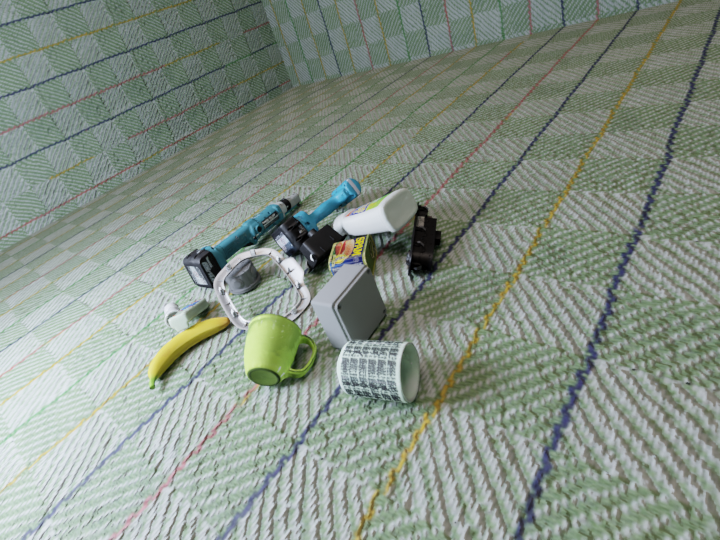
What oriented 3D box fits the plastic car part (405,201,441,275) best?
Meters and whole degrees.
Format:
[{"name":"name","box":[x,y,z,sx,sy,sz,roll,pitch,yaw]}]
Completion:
[{"name":"plastic car part","box":[0.127,-0.059,0.860,0.068,0.065,0.204,15,40,8]}]

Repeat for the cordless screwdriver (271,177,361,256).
[{"name":"cordless screwdriver","box":[-0.116,-0.136,1.087,0.246,0.074,0.163,-43,9,-26]}]

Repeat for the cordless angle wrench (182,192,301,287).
[{"name":"cordless angle wrench","box":[-0.295,-0.110,1.161,0.078,0.094,0.418,0,35,37]}]

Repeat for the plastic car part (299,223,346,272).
[{"name":"plastic car part","box":[-0.094,-0.062,0.962,0.115,0.071,0.066,-47,-3,-35]}]

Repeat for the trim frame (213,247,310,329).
[{"name":"trim frame","box":[-0.212,0.031,0.903,0.181,0.026,0.263,-27,45,-18]}]
